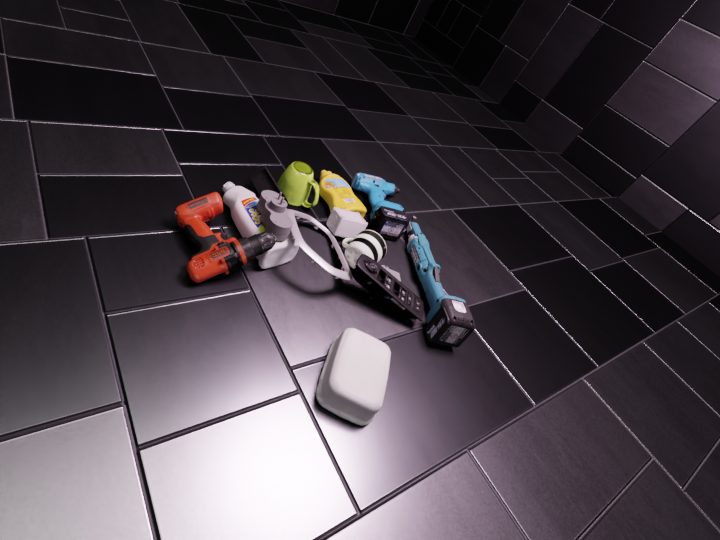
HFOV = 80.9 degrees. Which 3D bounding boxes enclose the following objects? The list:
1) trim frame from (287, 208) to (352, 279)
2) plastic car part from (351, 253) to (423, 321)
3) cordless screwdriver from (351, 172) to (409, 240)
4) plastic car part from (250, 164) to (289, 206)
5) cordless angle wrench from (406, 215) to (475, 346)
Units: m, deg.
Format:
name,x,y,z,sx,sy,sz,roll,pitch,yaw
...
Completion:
name,x,y,z,sx,sy,sz,roll,pitch,yaw
trim frame,-0.096,-0.063,0.979,0.175,0.027,0.261,29,19,-33
plastic car part,0.056,0.040,0.957,0.197,0.068,0.067,44,42,-16
cordless screwdriver,0.076,-0.194,1.242,0.153,0.074,0.260,8,39,-24
plastic car part,-0.240,-0.204,1.076,0.071,0.063,0.122,-34,63,-6
cordless angle wrench,0.172,-0.001,1.078,0.072,0.097,0.439,14,37,-20
